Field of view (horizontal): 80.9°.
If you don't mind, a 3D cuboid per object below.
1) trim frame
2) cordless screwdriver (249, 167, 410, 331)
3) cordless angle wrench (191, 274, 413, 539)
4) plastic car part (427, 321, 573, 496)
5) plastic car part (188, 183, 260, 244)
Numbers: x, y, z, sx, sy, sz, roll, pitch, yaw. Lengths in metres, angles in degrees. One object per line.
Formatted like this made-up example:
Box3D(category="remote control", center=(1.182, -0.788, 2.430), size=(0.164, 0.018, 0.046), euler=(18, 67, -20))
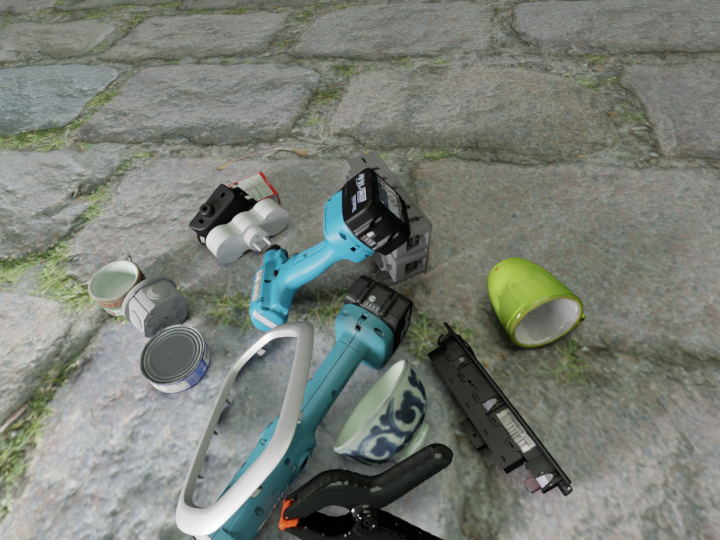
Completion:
Box3D(category="trim frame", center=(-0.119, 0.149, 0.456), size=(0.187, 0.026, 0.254), euler=(-34, 28, 23))
Box3D(category="cordless screwdriver", center=(-0.057, -0.037, 0.579), size=(0.252, 0.071, 0.165), euler=(-37, 34, 24))
Box3D(category="cordless angle wrench", center=(-0.079, 0.188, 0.453), size=(0.077, 0.094, 0.421), euler=(27, 61, 20))
Box3D(category="plastic car part", center=(0.140, 0.153, 0.474), size=(0.067, 0.062, 0.213), euler=(-35, 52, 9))
Box3D(category="plastic car part", center=(-0.235, -0.095, 0.698), size=(0.068, 0.068, 0.116), euler=(37, 83, 19))
